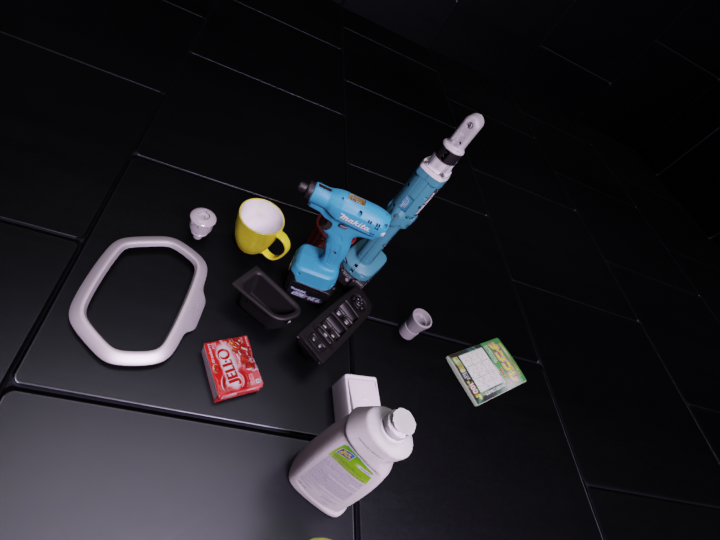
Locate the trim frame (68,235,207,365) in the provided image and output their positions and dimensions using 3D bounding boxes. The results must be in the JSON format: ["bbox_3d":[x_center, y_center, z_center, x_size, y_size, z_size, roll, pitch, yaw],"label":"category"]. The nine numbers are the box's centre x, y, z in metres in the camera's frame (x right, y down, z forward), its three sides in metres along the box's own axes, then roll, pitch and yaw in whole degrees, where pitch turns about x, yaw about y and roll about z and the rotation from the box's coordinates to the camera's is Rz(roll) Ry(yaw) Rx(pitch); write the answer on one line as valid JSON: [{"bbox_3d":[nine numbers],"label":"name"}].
[{"bbox_3d":[-0.345,0.038,0.683,0.180,0.027,0.255,19,45,-14],"label":"trim frame"}]

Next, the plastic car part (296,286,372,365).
[{"bbox_3d":[-0.045,0.100,0.773,0.067,0.067,0.199,43,44,7],"label":"plastic car part"}]

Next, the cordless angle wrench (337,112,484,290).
[{"bbox_3d":[0.076,-0.108,0.771,0.076,0.424,0.096,45,43,6],"label":"cordless angle wrench"}]

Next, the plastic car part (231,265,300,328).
[{"bbox_3d":[-0.168,0.061,0.735,0.118,0.071,0.065,42,43,8],"label":"plastic car part"}]

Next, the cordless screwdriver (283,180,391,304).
[{"bbox_3d":[-0.074,-0.048,0.757,0.156,0.249,0.076,26,44,-12],"label":"cordless screwdriver"}]
